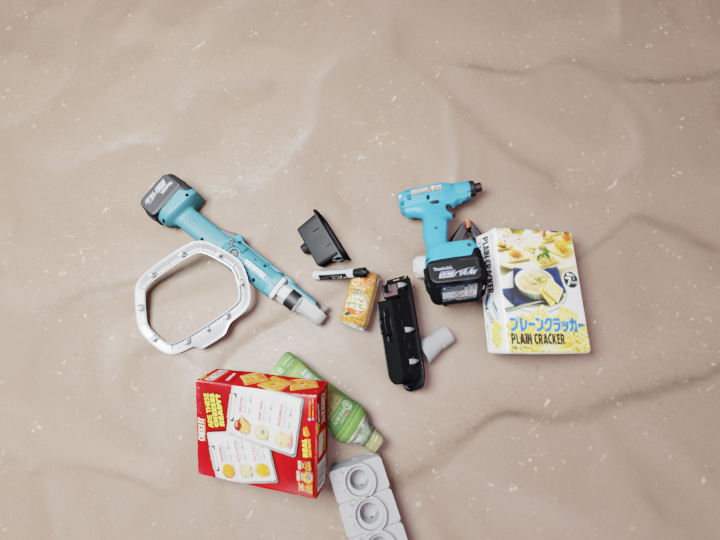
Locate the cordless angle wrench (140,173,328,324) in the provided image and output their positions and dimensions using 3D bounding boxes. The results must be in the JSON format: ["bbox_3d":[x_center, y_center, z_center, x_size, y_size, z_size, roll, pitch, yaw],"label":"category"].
[{"bbox_3d":[-0.240,-0.031,0.825,0.431,0.073,0.098,37,81,10],"label":"cordless angle wrench"}]

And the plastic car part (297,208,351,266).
[{"bbox_3d":[-0.081,-0.053,0.826,0.071,0.064,0.120,-37,74,8],"label":"plastic car part"}]

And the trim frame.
[{"bbox_3d":[-0.322,0.054,0.796,0.250,0.027,0.184,-31,89,8],"label":"trim frame"}]

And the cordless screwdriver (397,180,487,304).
[{"bbox_3d":[0.167,-0.066,0.758,0.161,0.071,0.258,-13,51,6],"label":"cordless screwdriver"}]

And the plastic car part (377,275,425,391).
[{"bbox_3d":[0.069,0.114,0.754,0.064,0.068,0.206,-1,75,-43],"label":"plastic car part"}]
